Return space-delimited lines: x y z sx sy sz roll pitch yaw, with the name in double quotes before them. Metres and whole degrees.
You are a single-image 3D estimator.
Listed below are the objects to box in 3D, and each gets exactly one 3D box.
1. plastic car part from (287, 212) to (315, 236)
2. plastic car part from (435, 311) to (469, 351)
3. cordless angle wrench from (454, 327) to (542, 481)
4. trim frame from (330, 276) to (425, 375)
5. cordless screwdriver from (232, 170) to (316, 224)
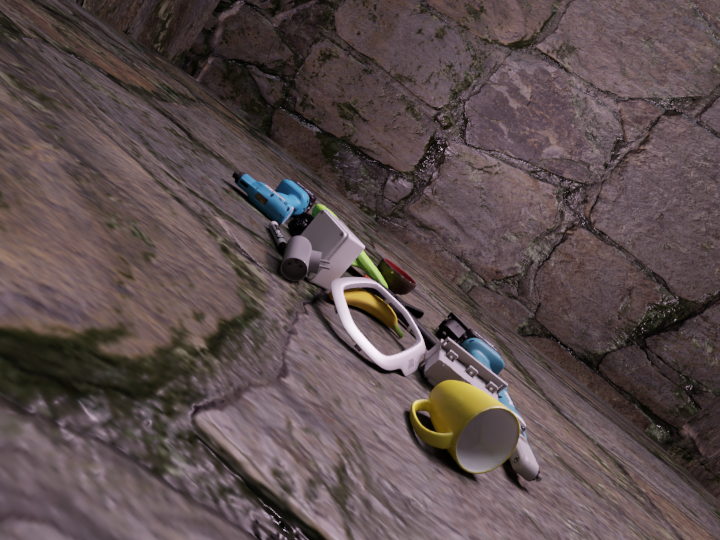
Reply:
"plastic car part" -0.088 -0.058 0.904 0.214 0.066 0.063 47 4 41
"plastic car part" 0.233 0.169 1.029 0.068 0.066 0.122 -3 44 -51
"cordless angle wrench" 0.242 0.226 0.775 0.098 0.074 0.422 38 13 -3
"trim frame" 0.033 0.085 0.697 0.191 0.028 0.238 52 20 19
"cordless screwdriver" -0.207 -0.188 1.042 0.161 0.074 0.246 38 15 2
